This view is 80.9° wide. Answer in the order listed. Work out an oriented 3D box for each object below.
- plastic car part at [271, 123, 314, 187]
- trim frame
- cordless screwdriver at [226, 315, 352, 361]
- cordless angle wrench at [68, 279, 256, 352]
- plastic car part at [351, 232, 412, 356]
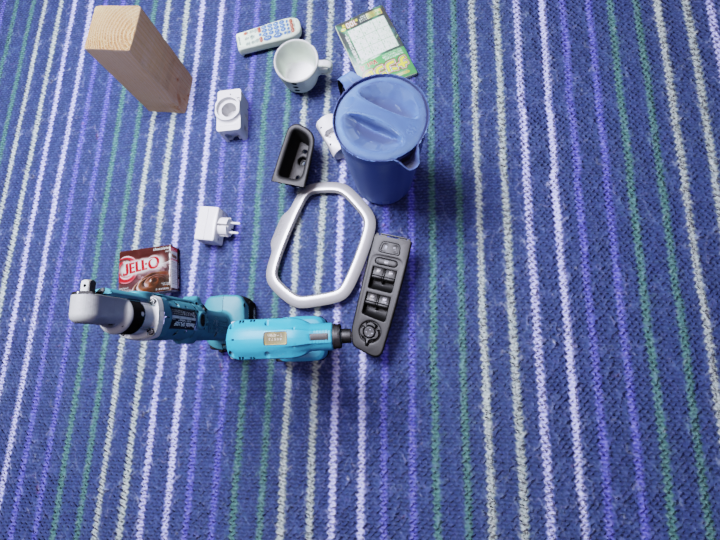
[{"bbox_3d":[-0.116,-0.207,0.800,0.067,0.069,0.117,13,80,9],"label":"plastic car part"},{"bbox_3d":[-0.076,-0.050,0.781,0.189,0.027,0.249,18,81,12],"label":"trim frame"},{"bbox_3d":[-0.084,0.102,0.637,0.161,0.243,0.075,-3,80,5],"label":"cordless screwdriver"},{"bbox_3d":[-0.241,0.068,0.582,0.075,0.413,0.099,-3,80,3],"label":"cordless angle wrench"},{"bbox_3d":[0.033,0.042,0.723,0.068,0.065,0.204,13,80,9],"label":"plastic car part"}]
